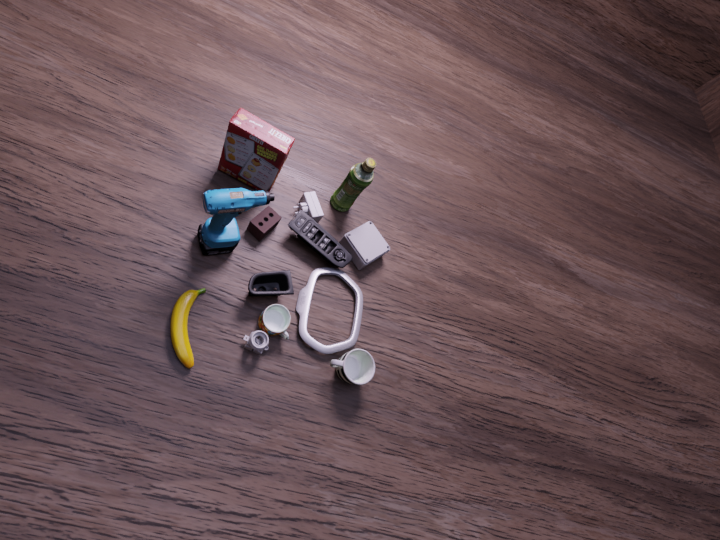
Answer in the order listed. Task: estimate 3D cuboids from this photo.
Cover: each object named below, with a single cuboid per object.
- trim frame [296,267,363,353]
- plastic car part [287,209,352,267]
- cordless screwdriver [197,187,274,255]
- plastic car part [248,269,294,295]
[{"bbox_3d":[-0.082,0.104,1.143,0.179,0.028,0.253,17,60,-14],"label":"trim frame"},{"bbox_3d":[-0.117,-0.076,1.194,0.202,0.067,0.066,38,57,-1],"label":"plastic car part"},{"bbox_3d":[-0.311,-0.122,1.029,0.154,0.251,0.076,-9,73,-28],"label":"cordless screwdriver"},{"bbox_3d":[-0.239,0.042,1.083,0.112,0.071,0.068,-3,69,-25],"label":"plastic car part"}]
